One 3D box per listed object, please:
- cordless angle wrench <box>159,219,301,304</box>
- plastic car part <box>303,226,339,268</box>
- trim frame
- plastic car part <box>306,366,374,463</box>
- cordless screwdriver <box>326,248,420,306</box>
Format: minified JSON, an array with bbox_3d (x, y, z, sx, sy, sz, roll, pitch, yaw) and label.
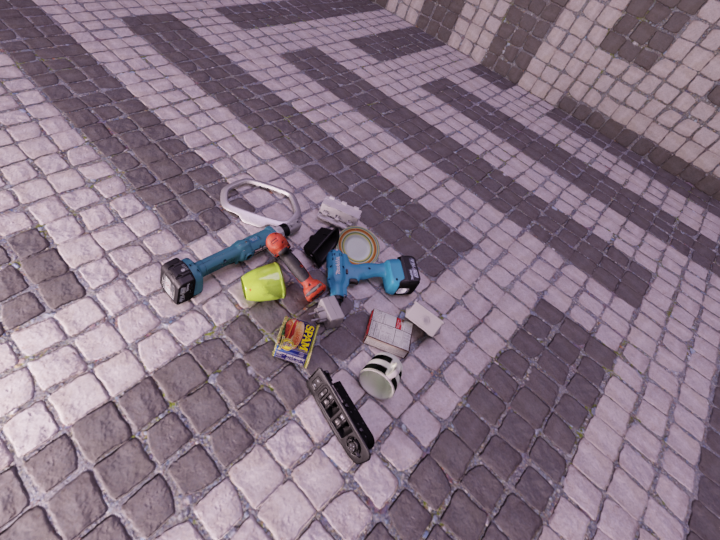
[{"bbox_3d":[-0.306,-0.051,1.092,0.077,0.097,0.412,44,48,14],"label":"cordless angle wrench"},{"bbox_3d":[-0.115,-0.076,1.181,0.074,0.063,0.116,18,58,28],"label":"plastic car part"},{"bbox_3d":[-0.298,-0.203,1.270,0.247,0.027,0.188,17,46,-4],"label":"trim frame"},{"bbox_3d":[-0.036,0.301,0.885,0.063,0.066,0.213,8,40,-49],"label":"plastic car part"},{"bbox_3d":[0.032,0.028,1.136,0.245,0.073,0.164,4,57,-9],"label":"cordless screwdriver"}]
